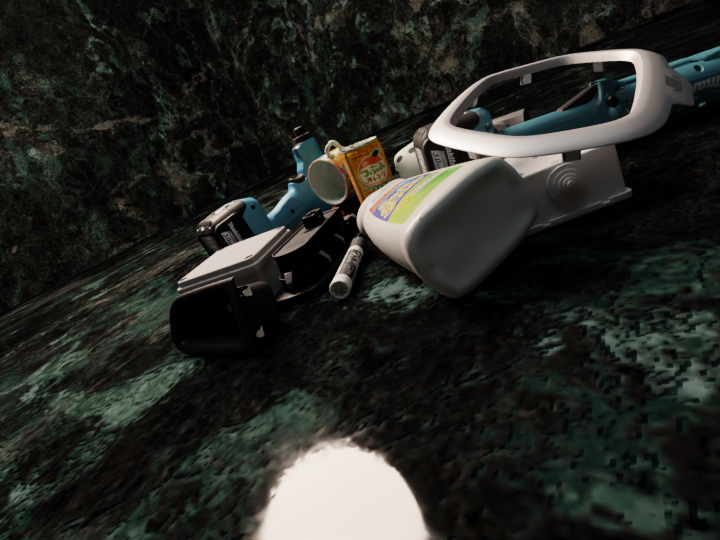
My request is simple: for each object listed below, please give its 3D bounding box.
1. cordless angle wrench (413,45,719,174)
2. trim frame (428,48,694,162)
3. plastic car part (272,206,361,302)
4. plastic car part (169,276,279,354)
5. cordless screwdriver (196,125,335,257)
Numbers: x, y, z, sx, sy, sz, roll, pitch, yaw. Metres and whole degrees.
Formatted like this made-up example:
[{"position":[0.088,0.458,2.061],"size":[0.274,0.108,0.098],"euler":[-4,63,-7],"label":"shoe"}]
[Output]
[{"position":[0.274,-0.171,0.442],"size":[0.427,0.096,0.075],"euler":[-17,17,8],"label":"cordless angle wrench"},{"position":[0.165,-0.147,0.363],"size":[0.193,0.026,0.246],"euler":[5,38,32],"label":"trim frame"},{"position":[-0.048,-0.031,0.488],"size":[0.068,0.065,0.204],"euler":[-10,25,18],"label":"plastic car part"},{"position":[-0.123,0.039,0.399],"size":[0.121,0.066,0.068],"euler":[-13,5,40],"label":"plastic car part"},{"position":[-0.132,-0.109,0.644],"size":[0.244,0.155,0.078],"euler":[-39,21,-33],"label":"cordless screwdriver"}]
